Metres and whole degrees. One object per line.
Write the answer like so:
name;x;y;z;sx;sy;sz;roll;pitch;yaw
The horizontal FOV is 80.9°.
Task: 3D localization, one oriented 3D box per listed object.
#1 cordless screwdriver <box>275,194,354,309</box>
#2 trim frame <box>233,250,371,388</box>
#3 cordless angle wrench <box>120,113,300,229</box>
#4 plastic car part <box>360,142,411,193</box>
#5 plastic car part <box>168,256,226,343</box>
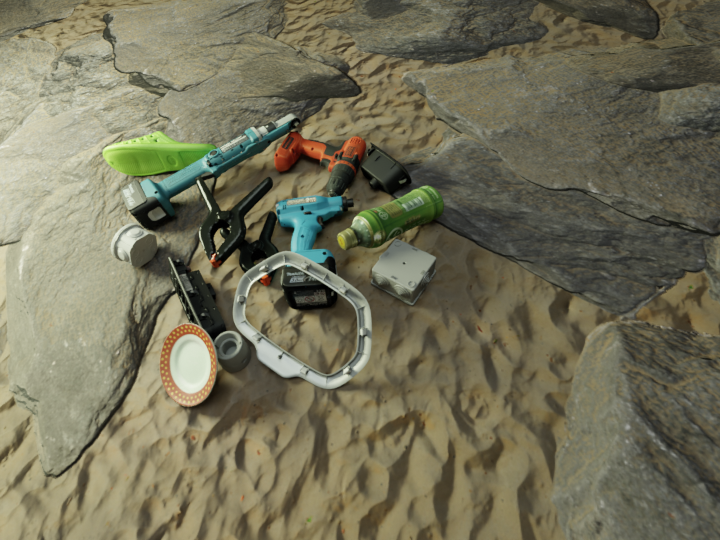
cordless screwdriver;-0.079;-0.051;0.804;0.159;0.071;0.258;-9;50;0
trim frame;-0.097;0.079;0.680;0.255;0.027;0.184;32;96;13
cordless angle wrench;-0.320;-0.242;0.949;0.420;0.071;0.103;-33;57;-9
plastic car part;0.045;-0.210;0.915;0.071;0.063;0.122;-41;62;-4
plastic car part;-0.292;0.060;0.762;0.064;0.065;0.213;-8;47;-33
